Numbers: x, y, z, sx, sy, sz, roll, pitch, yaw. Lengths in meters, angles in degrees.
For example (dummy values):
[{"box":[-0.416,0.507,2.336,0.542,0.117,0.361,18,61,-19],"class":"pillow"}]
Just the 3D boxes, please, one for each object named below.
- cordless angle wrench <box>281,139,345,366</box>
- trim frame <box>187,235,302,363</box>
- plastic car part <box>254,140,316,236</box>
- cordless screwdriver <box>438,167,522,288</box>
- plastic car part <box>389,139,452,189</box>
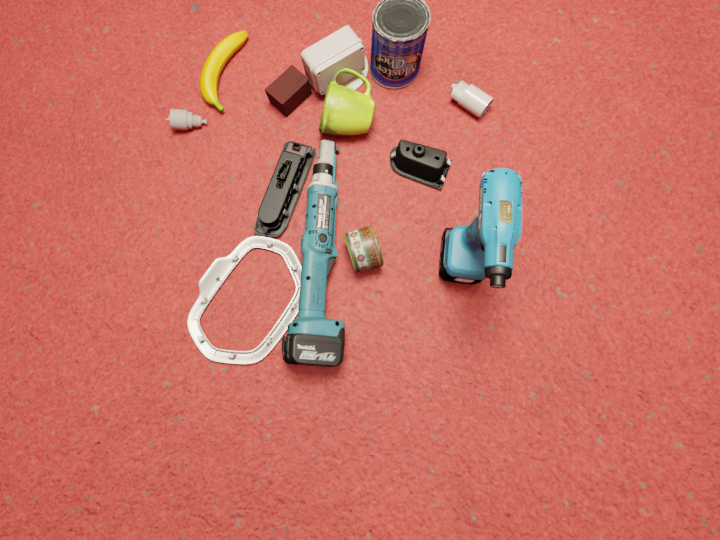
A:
[{"box":[-0.074,-0.049,0.760,0.095,0.075,0.430,8,71,-18],"class":"cordless angle wrench"},{"box":[-0.207,0.052,0.771,0.189,0.027,0.248,33,83,13],"class":"trim frame"},{"box":[-0.146,-0.159,0.803,0.066,0.067,0.204,19,81,-1],"class":"plastic car part"},{"box":[0.179,-0.028,0.643,0.075,0.243,0.161,7,73,1],"class":"cordless screwdriver"},{"box":[0.112,-0.207,0.785,0.118,0.070,0.066,21,78,5],"class":"plastic car part"}]
